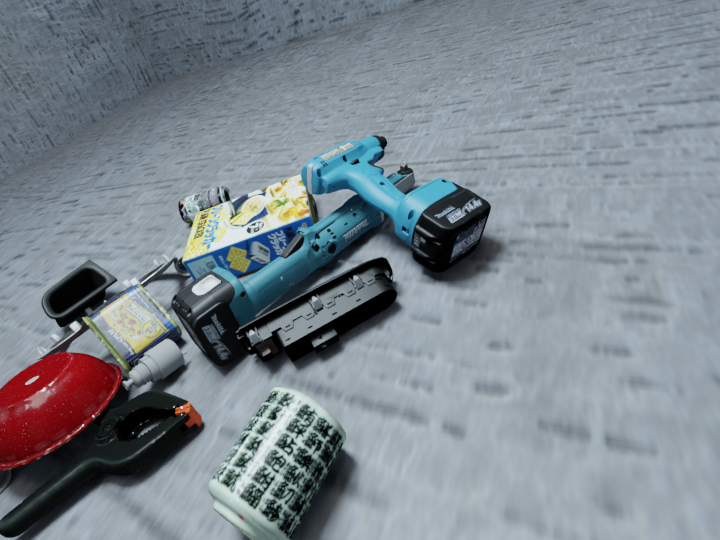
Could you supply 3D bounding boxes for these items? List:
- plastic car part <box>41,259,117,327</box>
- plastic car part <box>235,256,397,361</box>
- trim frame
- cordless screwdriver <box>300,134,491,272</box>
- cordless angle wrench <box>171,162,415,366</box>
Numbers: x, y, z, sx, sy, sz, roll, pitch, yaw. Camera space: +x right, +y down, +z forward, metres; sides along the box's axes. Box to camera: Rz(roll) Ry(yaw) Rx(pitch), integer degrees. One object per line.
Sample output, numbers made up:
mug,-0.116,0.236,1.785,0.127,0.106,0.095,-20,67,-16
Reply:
plastic car part,-0.488,0.050,0.730,0.067,0.070,0.116,32,48,3
plastic car part,-0.039,0.050,0.497,0.201,0.063,0.071,-31,46,-11
trim frame,-0.396,0.050,0.666,0.245,0.027,0.191,-41,20,-22
cordless screwdriver,0.055,-0.113,0.578,0.156,0.072,0.262,-35,54,-30
cordless angle wrench,-0.059,-0.039,0.606,0.416,0.094,0.079,-39,39,-27
